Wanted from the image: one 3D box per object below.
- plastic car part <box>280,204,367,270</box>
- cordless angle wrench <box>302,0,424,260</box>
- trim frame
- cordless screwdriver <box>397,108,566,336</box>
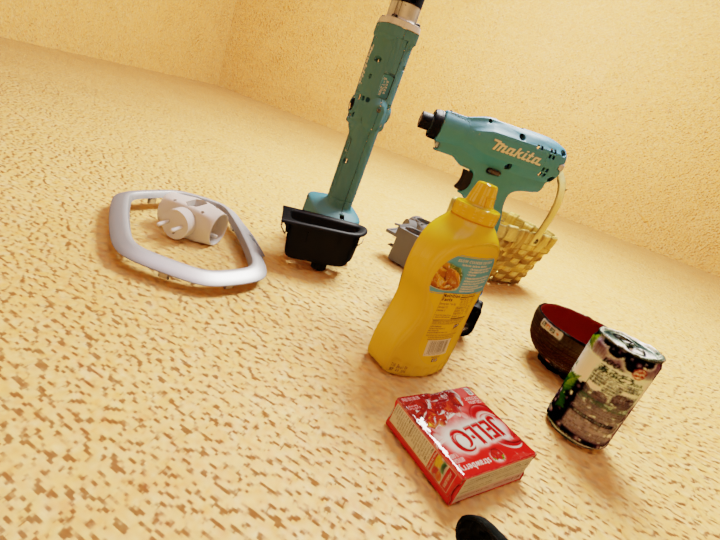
[{"bbox_3d":[-0.055,-0.036,0.558,0.114,0.070,0.068,16,21,-11],"label":"plastic car part"},{"bbox_3d":[0.011,-0.216,0.570,0.071,0.419,0.102,12,22,-24],"label":"cordless angle wrench"},{"bbox_3d":[-0.206,-0.047,0.516,0.176,0.027,0.262,5,25,-32],"label":"trim frame"},{"bbox_3d":[0.106,-0.055,0.497,0.159,0.246,0.075,20,20,-2],"label":"cordless screwdriver"}]
